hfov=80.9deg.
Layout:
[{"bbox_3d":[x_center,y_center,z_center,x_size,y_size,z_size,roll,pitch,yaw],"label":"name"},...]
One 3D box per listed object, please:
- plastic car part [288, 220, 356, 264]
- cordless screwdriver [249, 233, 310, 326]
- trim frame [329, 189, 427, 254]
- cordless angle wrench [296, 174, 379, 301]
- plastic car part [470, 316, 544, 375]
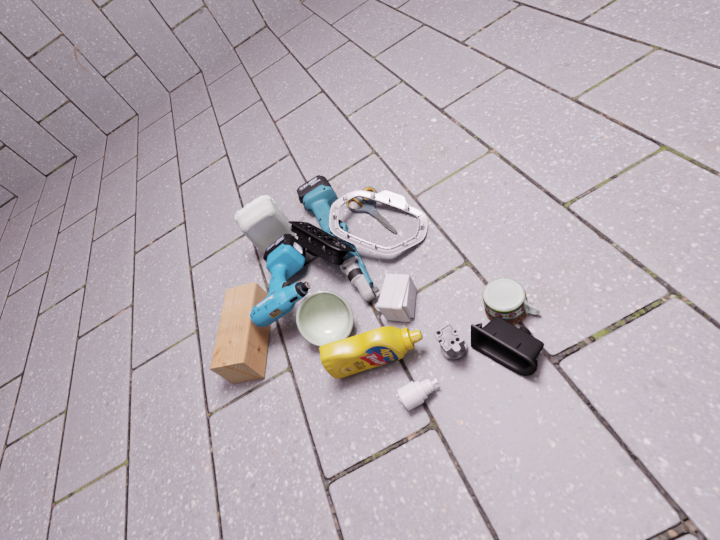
[{"bbox_3d":[-0.098,-0.064,0.999,0.215,0.063,0.067,26,100,44],"label":"plastic car part"},{"bbox_3d":[-0.172,0.007,0.992,0.162,0.071,0.256,-34,31,24],"label":"cordless screwdriver"},{"bbox_3d":[0.038,-0.125,1.018,0.260,0.026,0.183,23,58,26],"label":"trim frame"},{"bbox_3d":[-0.057,-0.085,1.059,0.098,0.070,0.444,-32,48,5],"label":"cordless angle wrench"},{"bbox_3d":[0.258,0.122,0.727,0.123,0.063,0.070,27,57,37],"label":"plastic car part"}]
